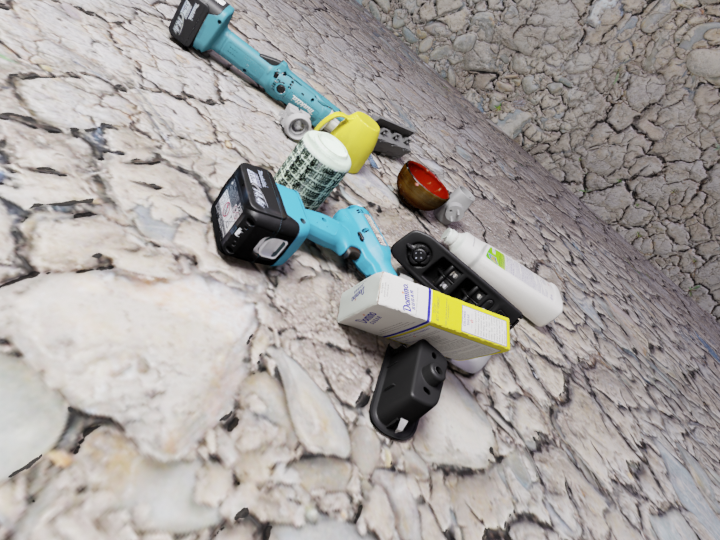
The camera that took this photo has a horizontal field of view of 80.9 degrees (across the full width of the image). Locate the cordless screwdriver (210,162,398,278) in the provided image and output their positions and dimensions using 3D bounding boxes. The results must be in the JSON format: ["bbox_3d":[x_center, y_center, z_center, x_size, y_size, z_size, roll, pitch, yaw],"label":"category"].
[{"bbox_3d":[-0.051,-0.033,0.520,0.236,0.075,0.166,11,42,-44],"label":"cordless screwdriver"}]

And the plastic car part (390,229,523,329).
[{"bbox_3d":[0.136,0.013,0.624,0.203,0.066,0.067,40,23,-1],"label":"plastic car part"}]

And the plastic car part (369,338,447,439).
[{"bbox_3d":[0.060,0.119,0.451,0.066,0.071,0.116,40,29,-4],"label":"plastic car part"}]

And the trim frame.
[{"bbox_3d":[0.131,0.056,0.644,0.189,0.028,0.241,49,35,11],"label":"trim frame"}]

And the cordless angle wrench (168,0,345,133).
[{"bbox_3d":[-0.149,-0.358,0.807,0.407,0.099,0.076,32,34,-21],"label":"cordless angle wrench"}]
